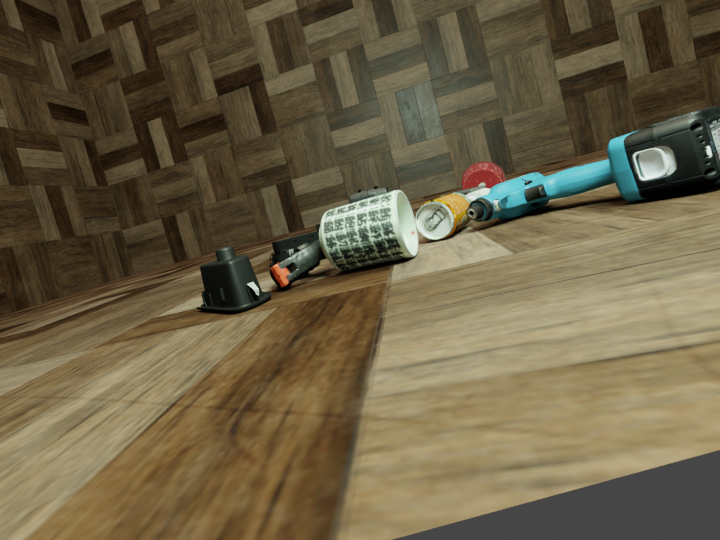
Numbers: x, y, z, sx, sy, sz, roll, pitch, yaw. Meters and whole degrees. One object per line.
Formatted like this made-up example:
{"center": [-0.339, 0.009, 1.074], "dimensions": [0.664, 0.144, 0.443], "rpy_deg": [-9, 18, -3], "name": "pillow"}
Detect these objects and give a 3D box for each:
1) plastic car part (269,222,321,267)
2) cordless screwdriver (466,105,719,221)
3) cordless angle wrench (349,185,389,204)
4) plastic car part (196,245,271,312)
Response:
{"center": [-0.073, -0.047, 0.742], "dimensions": [0.205, 0.066, 0.067], "rpy_deg": [-17, 13, 9], "name": "plastic car part"}
{"center": [0.260, -0.106, 0.500], "dimensions": [0.154, 0.074, 0.258], "rpy_deg": [-21, 6, -33], "name": "cordless screwdriver"}
{"center": [0.053, -0.137, 0.986], "dimensions": [0.076, 0.097, 0.417], "rpy_deg": [-11, 6, 11], "name": "cordless angle wrench"}
{"center": [-0.152, 0.008, 0.493], "dimensions": [0.064, 0.070, 0.121], "rpy_deg": [-21, 7, -35], "name": "plastic car part"}
